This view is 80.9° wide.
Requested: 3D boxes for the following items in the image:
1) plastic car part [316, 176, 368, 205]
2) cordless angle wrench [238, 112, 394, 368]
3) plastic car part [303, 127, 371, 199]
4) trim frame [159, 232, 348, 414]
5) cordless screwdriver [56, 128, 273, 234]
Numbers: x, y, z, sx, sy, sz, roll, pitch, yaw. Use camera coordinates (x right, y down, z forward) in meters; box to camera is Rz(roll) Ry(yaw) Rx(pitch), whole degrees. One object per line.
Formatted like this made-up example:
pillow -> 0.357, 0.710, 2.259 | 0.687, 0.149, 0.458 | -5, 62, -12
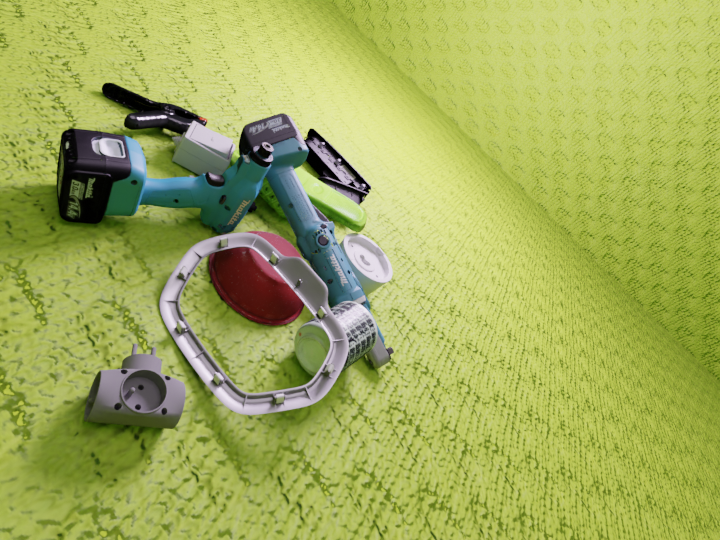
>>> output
plastic car part -> -0.047, -0.138, 0.871 | 0.111, 0.067, 0.073 | 15, 57, -33
cordless angle wrench -> -0.065, -0.043, 0.667 | 0.096, 0.075, 0.427 | -25, 83, -22
plastic car part -> -0.070, -0.231, 0.954 | 0.065, 0.066, 0.207 | -32, 77, -31
trim frame -> -0.126, 0.052, 0.509 | 0.180, 0.027, 0.257 | -33, 68, -29
cordless screwdriver -> -0.238, -0.121, 0.540 | 0.236, 0.161, 0.077 | 3, 52, -44
